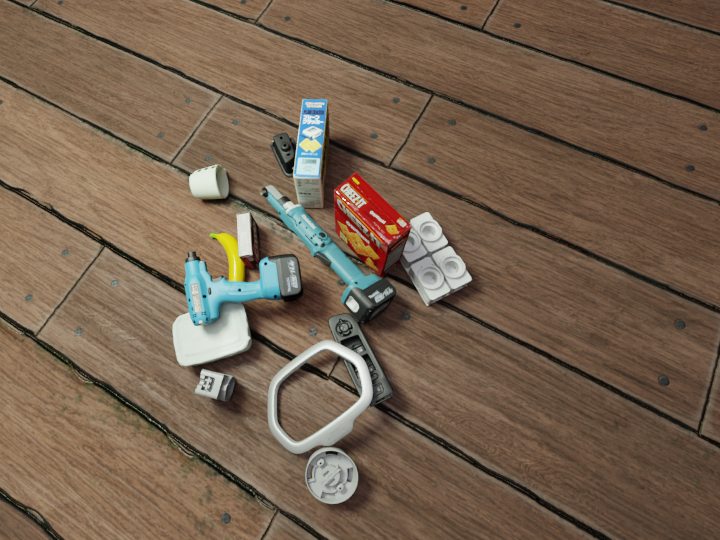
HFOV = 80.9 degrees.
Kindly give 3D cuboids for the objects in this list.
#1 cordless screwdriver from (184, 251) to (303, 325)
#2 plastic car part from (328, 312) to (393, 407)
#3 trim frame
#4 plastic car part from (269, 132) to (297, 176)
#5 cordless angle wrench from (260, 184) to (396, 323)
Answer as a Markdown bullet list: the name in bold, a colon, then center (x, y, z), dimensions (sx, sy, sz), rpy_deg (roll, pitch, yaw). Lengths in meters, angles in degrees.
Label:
- **cordless screwdriver**: center (-0.252, 0.014, 0.907), dimensions (0.248, 0.073, 0.162), rpy_deg (-14, 79, -3)
- **plastic car part**: center (-0.003, 0.183, 0.898), dimensions (0.066, 0.064, 0.211), rpy_deg (-28, 66, -1)
- **trim frame**: center (-0.089, 0.257, 0.862), dimensions (0.249, 0.026, 0.193), rpy_deg (-38, 60, 6)
- **plastic car part**: center (-0.193, -0.311, 1.098), dimensions (0.066, 0.069, 0.121), rpy_deg (-22, 68, -5)
- **cordless angle wrench**: center (-0.097, -0.063, 0.992), dimensions (0.095, 0.073, 0.440), rpy_deg (-26, 62, -38)
